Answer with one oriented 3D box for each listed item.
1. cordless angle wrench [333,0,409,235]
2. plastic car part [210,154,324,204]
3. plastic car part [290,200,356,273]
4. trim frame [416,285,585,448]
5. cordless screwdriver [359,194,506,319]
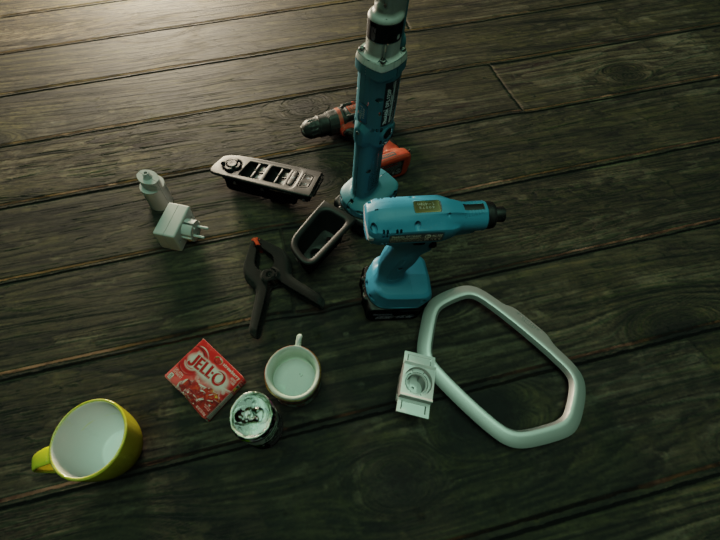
[{"bbox_3d":[0.019,-0.201,0.580,0.097,0.412,0.077,-39,70,-22],"label":"cordless angle wrench"},{"bbox_3d":[-0.169,-0.162,0.761,0.207,0.065,0.067,17,61,11],"label":"plastic car part"},{"bbox_3d":[-0.067,-0.044,0.687,0.068,0.069,0.116,31,65,15],"label":"plastic car part"},{"bbox_3d":[0.195,0.128,0.604,0.182,0.027,0.259,-41,67,-20],"label":"trim frame"},{"bbox_3d":[0.078,-0.013,0.566,0.159,0.242,0.077,-2,61,-4],"label":"cordless screwdriver"}]
